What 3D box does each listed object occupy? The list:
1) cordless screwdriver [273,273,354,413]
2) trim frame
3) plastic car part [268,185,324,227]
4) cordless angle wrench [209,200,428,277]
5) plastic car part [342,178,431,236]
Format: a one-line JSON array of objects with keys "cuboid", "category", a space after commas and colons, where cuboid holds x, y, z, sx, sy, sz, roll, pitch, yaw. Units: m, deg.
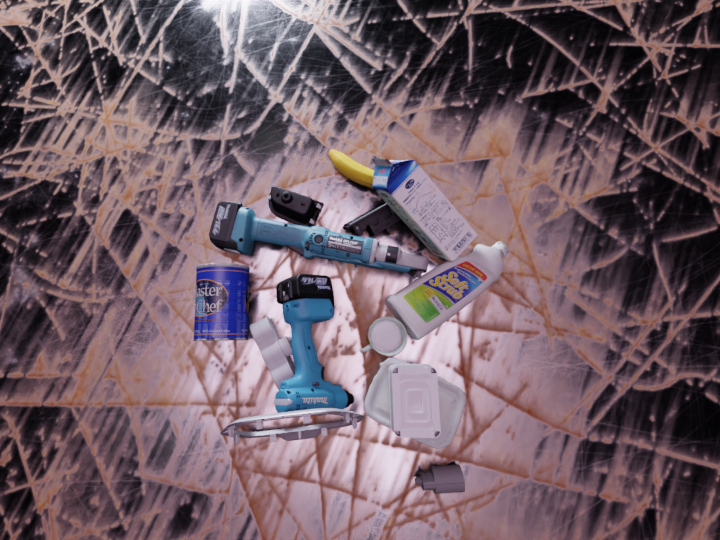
[{"cuboid": [-0.082, 0.136, 0.786, 0.151, 0.077, 0.254, 12, 66, -38], "category": "cordless screwdriver"}, {"cuboid": [-0.116, 0.268, 0.720, 0.249, 0.178, 0.028, -9, 62, 1], "category": "trim frame"}, {"cuboid": [-0.141, -0.138, 0.864, 0.117, 0.070, 0.066, 22, 79, 3], "category": "plastic car part"}, {"cuboid": [-0.081, -0.053, 0.829, 0.430, 0.072, 0.099, 11, 79, 8], "category": "cordless angle wrench"}, {"cuboid": [0.066, -0.120, 0.853, 0.202, 0.066, 0.067, -34, 90, -5], "category": "plastic car part"}]
